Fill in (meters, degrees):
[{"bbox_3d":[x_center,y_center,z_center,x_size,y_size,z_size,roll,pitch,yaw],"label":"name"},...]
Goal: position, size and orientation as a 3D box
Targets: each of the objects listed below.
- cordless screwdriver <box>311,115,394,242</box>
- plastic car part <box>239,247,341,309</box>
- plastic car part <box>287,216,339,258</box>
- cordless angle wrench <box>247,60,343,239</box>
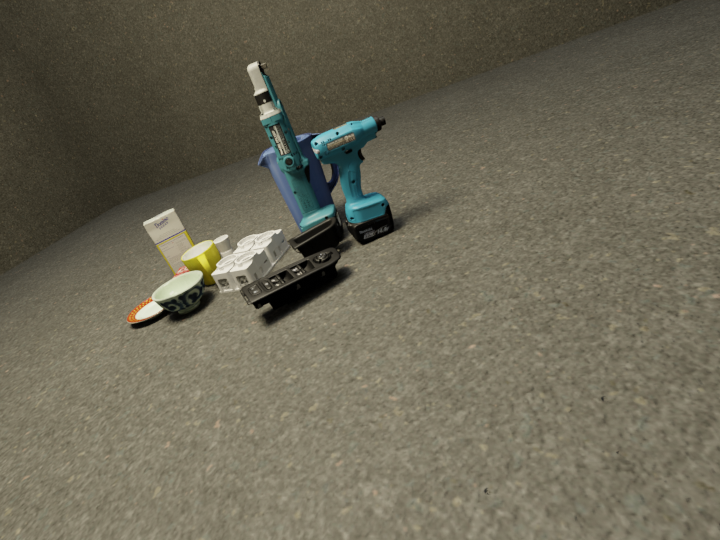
[{"bbox_3d":[0.010,-0.195,0.903,0.159,0.240,0.077,-24,23,-3],"label":"cordless screwdriver"},{"bbox_3d":[-0.121,0.021,0.803,0.200,0.065,0.069,-31,26,-15],"label":"plastic car part"},{"bbox_3d":[-0.090,-0.059,0.925,0.115,0.068,0.069,-28,25,-10],"label":"plastic car part"},{"bbox_3d":[-0.153,-0.248,0.943,0.099,0.409,0.076,-17,23,11],"label":"cordless angle wrench"}]
